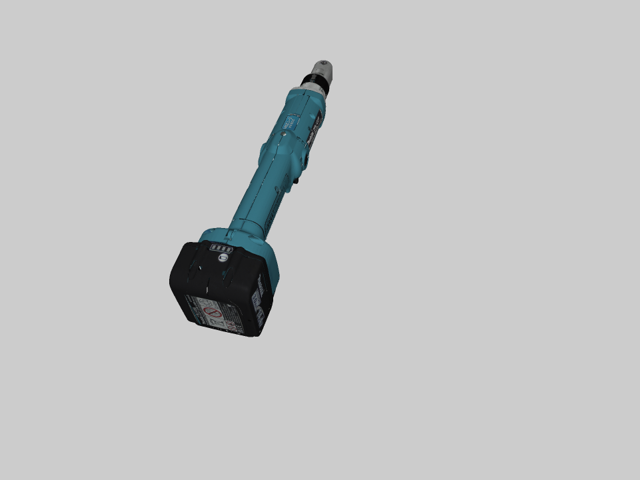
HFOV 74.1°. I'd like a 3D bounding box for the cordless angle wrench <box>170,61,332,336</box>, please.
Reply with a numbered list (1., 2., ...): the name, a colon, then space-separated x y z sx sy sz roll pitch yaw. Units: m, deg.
1. cordless angle wrench: -0.043 -0.096 0.500 0.074 0.421 0.098 11 -37 9
